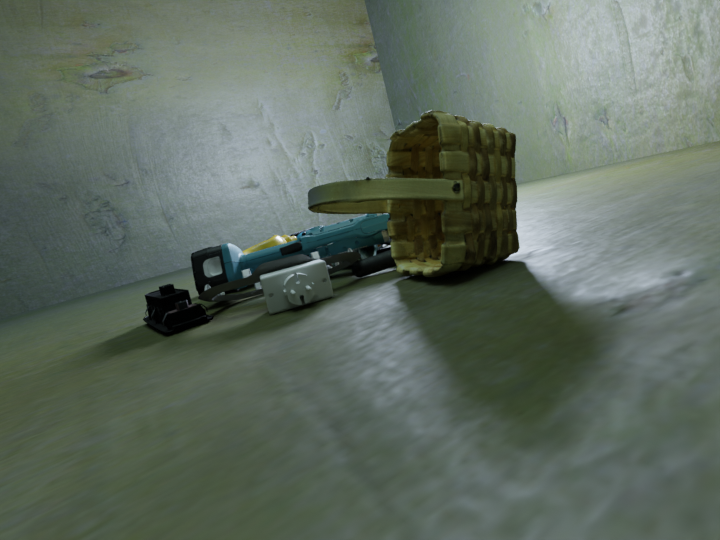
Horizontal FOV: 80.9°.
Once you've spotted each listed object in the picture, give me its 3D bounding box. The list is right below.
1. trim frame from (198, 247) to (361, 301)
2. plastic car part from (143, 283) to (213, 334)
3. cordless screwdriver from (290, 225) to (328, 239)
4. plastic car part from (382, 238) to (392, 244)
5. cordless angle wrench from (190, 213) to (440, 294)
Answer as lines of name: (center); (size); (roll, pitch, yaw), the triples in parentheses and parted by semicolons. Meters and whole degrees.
trim frame: (-0.118, 0.007, 0.631); (0.245, 0.028, 0.184); (-13, -6, -10)
plastic car part: (-0.294, 0.055, 0.644); (0.064, 0.066, 0.211); (-26, 11, -33)
cordless screwdriver: (-0.085, -0.066, 1.028); (0.157, 0.073, 0.255); (-19, 12, -11)
plastic car part: (0.069, -0.080, 0.890); (0.119, 0.066, 0.069); (12, -3, 12)
cordless angle wrench: (-0.068, -0.044, 0.693); (0.429, 0.075, 0.095); (-15, -8, 10)
